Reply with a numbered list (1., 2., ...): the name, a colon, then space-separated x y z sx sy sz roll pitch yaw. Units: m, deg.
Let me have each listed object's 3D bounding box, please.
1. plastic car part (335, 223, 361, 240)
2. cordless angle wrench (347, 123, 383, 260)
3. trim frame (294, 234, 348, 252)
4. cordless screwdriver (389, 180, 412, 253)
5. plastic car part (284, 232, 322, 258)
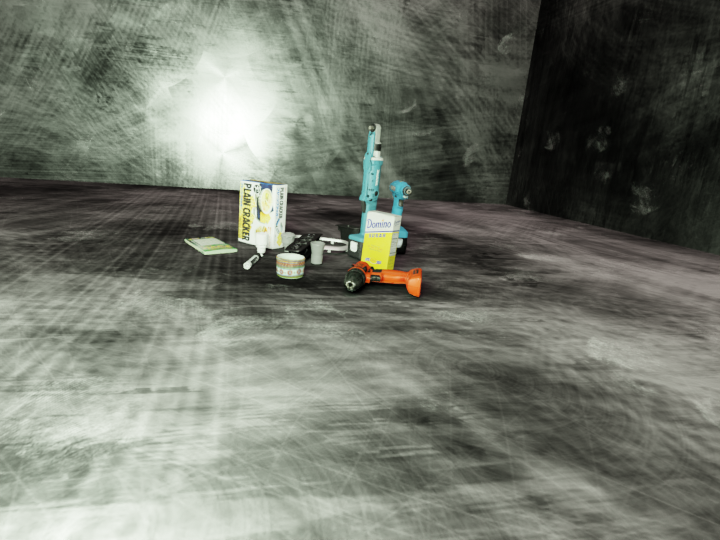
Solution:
1. plastic car part: -0.033 -0.131 1.556 0.063 0.070 0.123 -7 19 -40
2. cordless angle wrench: 0.029 -0.244 1.334 0.094 0.418 0.079 -7 18 -42
3. trim frame: -0.144 -0.094 1.475 0.248 0.027 0.187 4 16 -2
4. cordless screwdriver: 0.131 -0.180 1.452 0.073 0.245 0.163 3 14 -11
5. plastic car part: -0.178 -0.069 1.306 0.068 0.066 0.201 8 16 11
